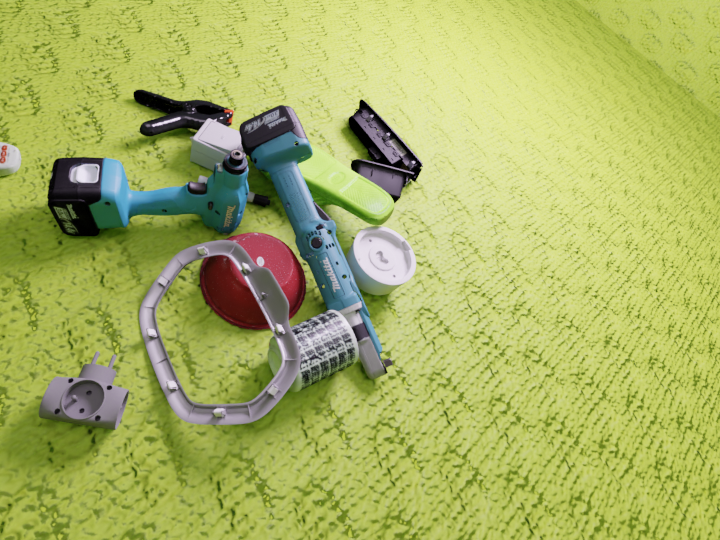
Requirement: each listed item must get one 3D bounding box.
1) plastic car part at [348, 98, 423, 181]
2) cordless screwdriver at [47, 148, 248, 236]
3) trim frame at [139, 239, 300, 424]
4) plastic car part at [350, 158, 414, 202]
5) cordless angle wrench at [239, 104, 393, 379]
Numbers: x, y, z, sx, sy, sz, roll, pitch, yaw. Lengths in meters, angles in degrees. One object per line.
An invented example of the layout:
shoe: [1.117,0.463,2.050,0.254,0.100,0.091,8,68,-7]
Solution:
plastic car part: [0.040,-0.261,0.867,0.066,0.065,0.209,-30,73,-8]
cordless screwdriver: [-0.277,-0.111,0.575,0.241,0.159,0.077,-1,61,-21]
trim frame: [-0.179,0.068,0.529,0.183,0.026,0.259,-31,64,-6]
plastic car part: [0.032,-0.159,0.797,0.114,0.066,0.072,10,70,-13]
cordless angle wrench: [-0.062,-0.041,0.635,0.098,0.073,0.429,-24,82,2]
